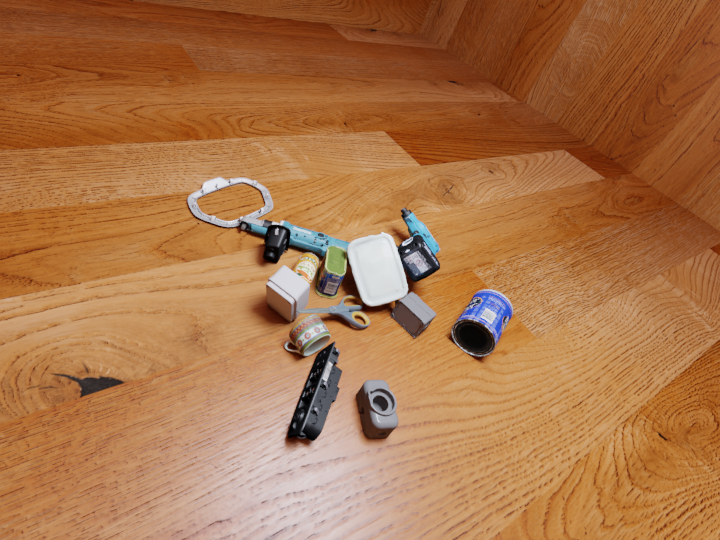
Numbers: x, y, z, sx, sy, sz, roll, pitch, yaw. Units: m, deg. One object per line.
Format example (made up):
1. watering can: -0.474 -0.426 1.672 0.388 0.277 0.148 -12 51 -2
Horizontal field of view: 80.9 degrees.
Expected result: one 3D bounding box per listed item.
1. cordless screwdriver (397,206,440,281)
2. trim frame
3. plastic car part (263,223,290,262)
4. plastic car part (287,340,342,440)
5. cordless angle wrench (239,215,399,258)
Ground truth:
1. cordless screwdriver: 0.146 -0.078 1.122 0.157 0.075 0.248 54 21 -8
2. trim frame: -0.354 -0.197 1.169 0.191 0.027 0.243 38 46 20
3. plastic car part: -0.209 -0.057 1.024 0.065 0.116 0.072 19 65 -6
4. plastic car part: -0.079 0.234 0.800 0.065 0.068 0.203 45 38 -15
5. cordless angle wrench: -0.108 -0.070 1.102 0.422 0.073 0.100 16 41 -1
